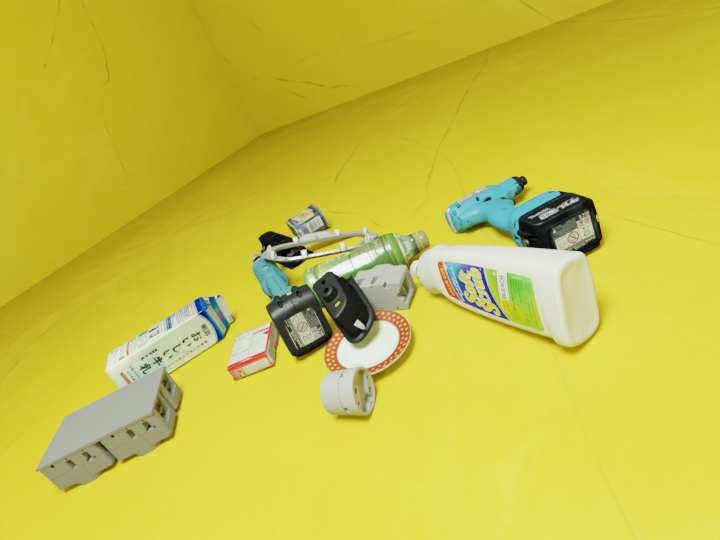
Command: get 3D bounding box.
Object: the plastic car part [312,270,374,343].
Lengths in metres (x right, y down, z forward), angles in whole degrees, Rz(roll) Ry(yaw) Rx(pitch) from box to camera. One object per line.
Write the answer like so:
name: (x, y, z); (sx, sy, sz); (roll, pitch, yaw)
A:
plastic car part: (-0.032, 0.043, 0.613); (0.066, 0.067, 0.122); (-44, 35, 4)

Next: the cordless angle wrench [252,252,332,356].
cordless angle wrench: (-0.165, 0.026, 0.819); (0.073, 0.095, 0.441); (-29, 24, -13)

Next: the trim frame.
trim frame: (-0.086, -0.056, 0.881); (0.247, 0.027, 0.188); (-13, 16, -4)

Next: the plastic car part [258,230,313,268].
plastic car part: (-0.197, -0.058, 1.022); (0.066, 0.064, 0.213); (-44, 28, -18)

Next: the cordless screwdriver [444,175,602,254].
cordless screwdriver: (0.261, -0.096, 0.667); (0.158, 0.072, 0.259); (-30, 23, -7)
